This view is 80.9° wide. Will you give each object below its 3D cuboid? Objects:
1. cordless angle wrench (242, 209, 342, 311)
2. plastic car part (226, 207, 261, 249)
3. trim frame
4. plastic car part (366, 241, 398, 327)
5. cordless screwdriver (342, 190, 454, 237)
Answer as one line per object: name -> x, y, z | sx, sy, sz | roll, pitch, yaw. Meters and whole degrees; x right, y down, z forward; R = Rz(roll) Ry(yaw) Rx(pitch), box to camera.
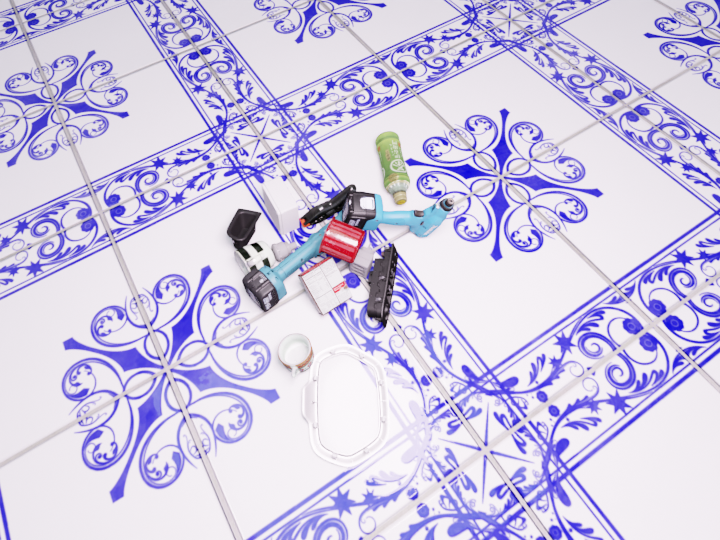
cordless angle wrench -> -0.103, -0.068, 1.056 | 0.077, 0.095, 0.418 | 40, 68, 20
plastic car part -> -0.302, -0.096, 1.086 | 0.067, 0.069, 0.118 | 10, 48, 5
trim frame -> -0.032, 0.280, 0.906 | 0.185, 0.027, 0.255 | -2, 64, 2
plastic car part -> 0.050, 0.034, 1.011 | 0.068, 0.063, 0.207 | 1, 63, 11
cordless screwdriver -> 0.087, -0.140, 1.011 | 0.243, 0.159, 0.076 | 5, 68, -15
